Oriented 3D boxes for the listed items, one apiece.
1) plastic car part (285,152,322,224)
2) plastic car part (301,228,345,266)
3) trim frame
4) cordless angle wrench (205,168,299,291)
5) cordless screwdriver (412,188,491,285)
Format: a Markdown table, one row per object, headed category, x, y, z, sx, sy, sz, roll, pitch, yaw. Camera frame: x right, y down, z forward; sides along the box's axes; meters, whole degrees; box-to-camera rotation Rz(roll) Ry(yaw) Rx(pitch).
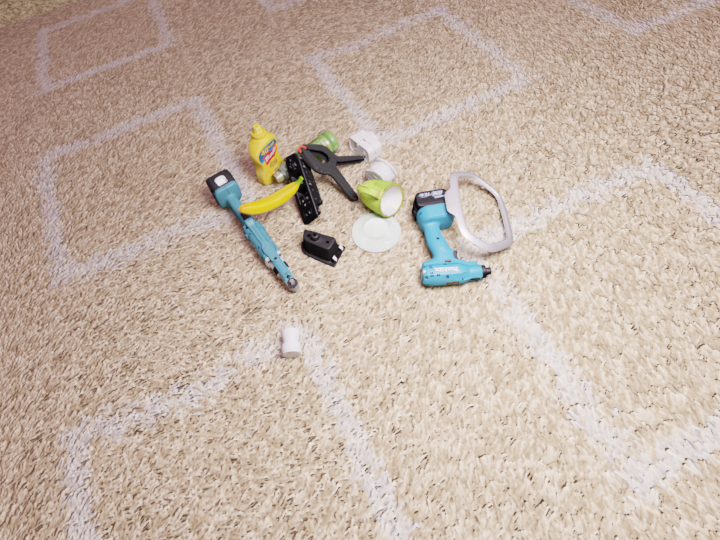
| category | x | y | z | sx | sy | sz | roll | pitch | yaw |
| --- | --- | --- | --- | --- | --- | --- | --- | --- | --- |
| plastic car part | -0.150 | -0.233 | 1.166 | 0.065 | 0.068 | 0.206 | -16 | 79 | -36 |
| plastic car part | -0.106 | -0.069 | 1.080 | 0.120 | 0.068 | 0.066 | 22 | 62 | 17 |
| trim frame | 0.294 | -0.150 | 1.050 | 0.178 | 0.028 | 0.255 | 12 | 57 | -19 |
| cordless angle wrench | -0.283 | -0.105 | 1.127 | 0.073 | 0.094 | 0.442 | -33 | 63 | -14 |
| cordless screwdriver | 0.215 | -0.081 | 1.036 | 0.160 | 0.072 | 0.256 | -6 | 61 | 2 |
